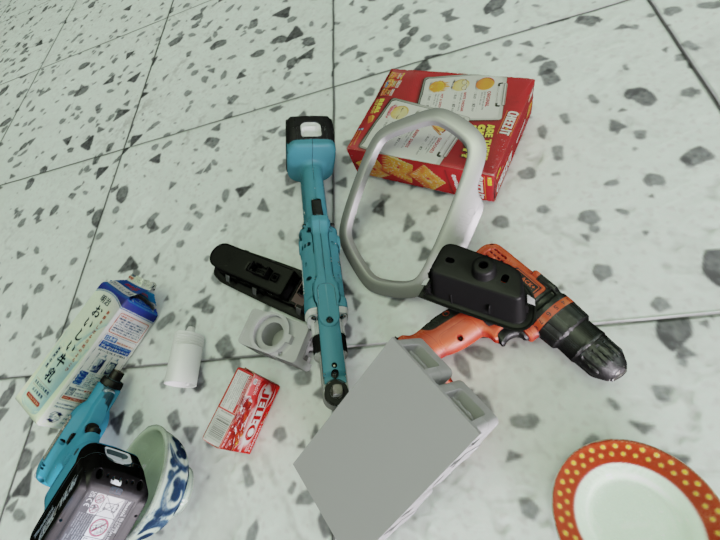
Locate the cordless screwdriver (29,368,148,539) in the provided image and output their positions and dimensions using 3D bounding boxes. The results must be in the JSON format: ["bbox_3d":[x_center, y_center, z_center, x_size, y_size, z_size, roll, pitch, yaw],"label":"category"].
[{"bbox_3d":[-0.320,0.218,0.510,0.260,0.071,0.160,1,60,52],"label":"cordless screwdriver"}]

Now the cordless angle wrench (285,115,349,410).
[{"bbox_3d":[-0.055,-0.036,0.561,0.073,0.096,0.438,-3,57,-9],"label":"cordless angle wrench"}]

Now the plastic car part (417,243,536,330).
[{"bbox_3d":[0.120,0.009,0.432,0.123,0.067,0.066,21,70,33],"label":"plastic car part"}]

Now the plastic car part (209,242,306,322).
[{"bbox_3d":[-0.147,0.007,0.612,0.213,0.063,0.066,18,77,32],"label":"plastic car part"}]

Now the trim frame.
[{"bbox_3d":[0.060,-0.085,0.542,0.195,0.026,0.247,28,101,37],"label":"trim frame"}]
